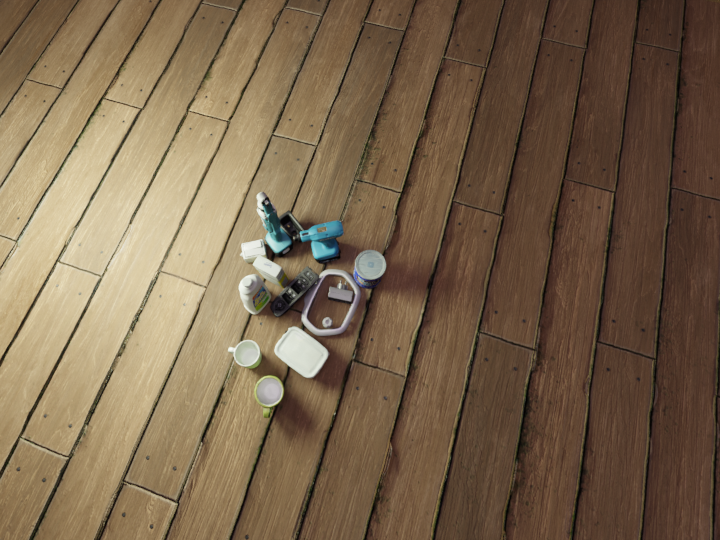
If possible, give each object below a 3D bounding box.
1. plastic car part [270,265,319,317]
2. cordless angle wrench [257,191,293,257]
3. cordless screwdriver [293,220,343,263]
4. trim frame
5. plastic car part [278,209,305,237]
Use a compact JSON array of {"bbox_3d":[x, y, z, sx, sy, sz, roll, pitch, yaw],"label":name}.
[{"bbox_3d":[-0.232,0.079,1.475,0.068,0.066,0.202,42,77,11],"label":"plastic car part"},{"bbox_3d":[-0.287,-0.153,1.372,0.074,0.415,0.100,-36,79,-12],"label":"cordless angle wrench"},{"bbox_3d":[-0.140,-0.092,1.436,0.158,0.244,0.076,-12,75,-6],"label":"cordless screwdriver"},{"bbox_3d":[-0.105,0.111,1.480,0.187,0.027,0.249,21,73,9],"label":"trim frame"},{"bbox_3d":[-0.251,-0.152,1.552,0.065,0.069,0.120,-38,76,-12],"label":"plastic car part"}]
